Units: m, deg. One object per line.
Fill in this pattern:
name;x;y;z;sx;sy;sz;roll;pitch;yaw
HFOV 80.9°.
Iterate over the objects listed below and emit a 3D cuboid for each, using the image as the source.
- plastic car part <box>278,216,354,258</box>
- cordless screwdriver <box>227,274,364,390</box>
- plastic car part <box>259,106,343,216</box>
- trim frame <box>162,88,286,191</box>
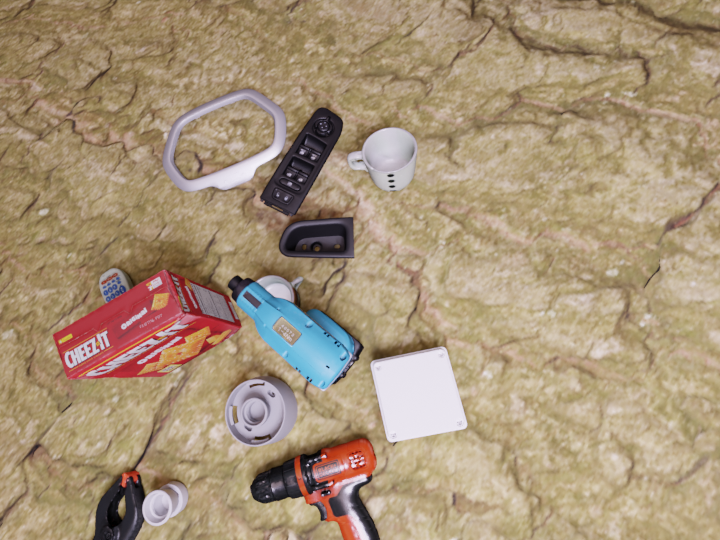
plastic car part;-0.066;-0.043;0.678;0.118;0.069;0.067;-2;76;8
cordless screwdriver;-0.077;0.080;0.555;0.164;0.242;0.074;38;83;13
plastic car part;-0.090;-0.182;0.722;0.068;0.065;0.203;25;80;12
trim frame;-0.255;-0.241;0.786;0.249;0.027;0.189;-22;72;3
